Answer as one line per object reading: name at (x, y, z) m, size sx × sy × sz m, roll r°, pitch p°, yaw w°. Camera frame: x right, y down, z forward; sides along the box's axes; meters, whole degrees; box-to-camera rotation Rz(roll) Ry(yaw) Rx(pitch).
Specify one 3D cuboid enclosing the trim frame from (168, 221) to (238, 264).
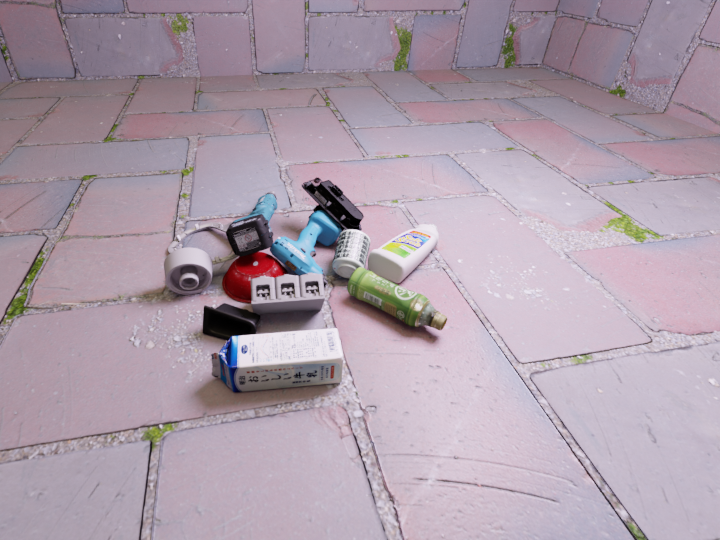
trim frame at (-0.390, -0.075, 1.095) m, size 0.263 × 0.026 × 0.180 m, roll 21°, pitch 44°, yaw 40°

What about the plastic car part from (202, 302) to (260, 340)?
plastic car part at (-0.259, 0.103, 0.877) m, size 0.118 × 0.065 × 0.071 m, roll 13°, pitch 23°, yaw 8°

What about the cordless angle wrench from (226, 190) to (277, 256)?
cordless angle wrench at (-0.265, -0.155, 1.141) m, size 0.099 × 0.072 × 0.433 m, roll -17°, pitch 23°, yaw 4°

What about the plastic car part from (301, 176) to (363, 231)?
plastic car part at (-0.061, -0.179, 1.111) m, size 0.208 × 0.067 × 0.064 m, roll 50°, pitch 33°, yaw 13°

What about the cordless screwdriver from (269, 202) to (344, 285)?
cordless screwdriver at (-0.105, -0.069, 1.077) m, size 0.160 × 0.074 × 0.247 m, roll 37°, pitch 41°, yaw 1°
